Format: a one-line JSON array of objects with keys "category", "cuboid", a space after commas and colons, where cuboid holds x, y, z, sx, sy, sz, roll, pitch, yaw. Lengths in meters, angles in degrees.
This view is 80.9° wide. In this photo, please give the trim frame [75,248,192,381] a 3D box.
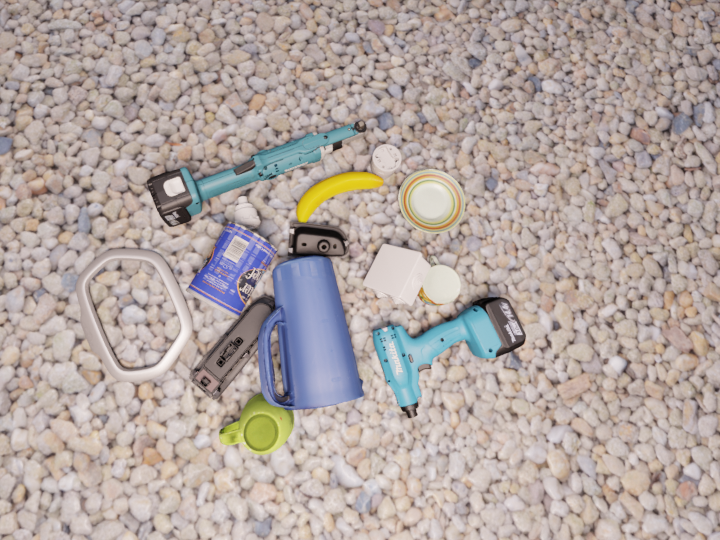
[{"category": "trim frame", "cuboid": [-0.410, 0.075, 0.759, 0.182, 0.027, 0.252, -28, 82, -9]}]

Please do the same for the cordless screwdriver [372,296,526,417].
[{"category": "cordless screwdriver", "cuboid": [0.159, 0.147, 0.745, 0.248, 0.073, 0.162, -18, 80, -2]}]

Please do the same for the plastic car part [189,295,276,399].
[{"category": "plastic car part", "cuboid": [-0.216, 0.126, 0.740, 0.068, 0.066, 0.202, 37, 76, 9]}]

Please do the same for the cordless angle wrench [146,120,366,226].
[{"category": "cordless angle wrench", "cuboid": [-0.179, -0.201, 0.802, 0.418, 0.098, 0.075, -24, 83, -12]}]

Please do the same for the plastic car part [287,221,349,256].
[{"category": "plastic car part", "cuboid": [-0.075, -0.049, 0.770, 0.116, 0.072, 0.065, 5, 102, -1]}]
